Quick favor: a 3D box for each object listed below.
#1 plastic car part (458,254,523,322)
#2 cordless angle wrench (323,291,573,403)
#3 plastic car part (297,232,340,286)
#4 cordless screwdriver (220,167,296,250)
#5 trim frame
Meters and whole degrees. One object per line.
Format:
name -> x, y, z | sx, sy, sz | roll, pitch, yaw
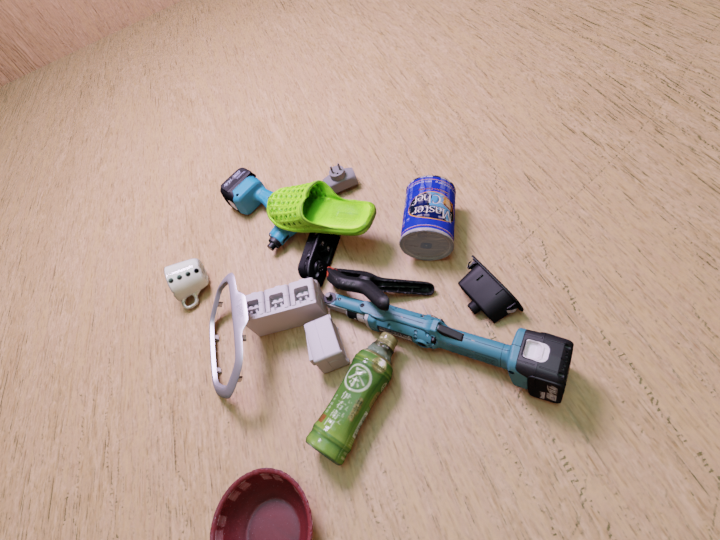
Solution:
plastic car part -> 0.219, 0.042, 0.749 | 0.071, 0.062, 0.122 | -39, 55, 9
cordless angle wrench -> 0.116, 0.104, 0.727 | 0.444, 0.093, 0.074 | 14, 62, 32
plastic car part -> -0.090, -0.059, 0.924 | 0.069, 0.063, 0.206 | -6, 55, 26
cordless screwdriver -> -0.244, -0.152, 1.038 | 0.261, 0.071, 0.159 | 26, 68, 28
trim frame -> -0.257, 0.122, 0.815 | 0.184, 0.026, 0.259 | -53, 40, 36
